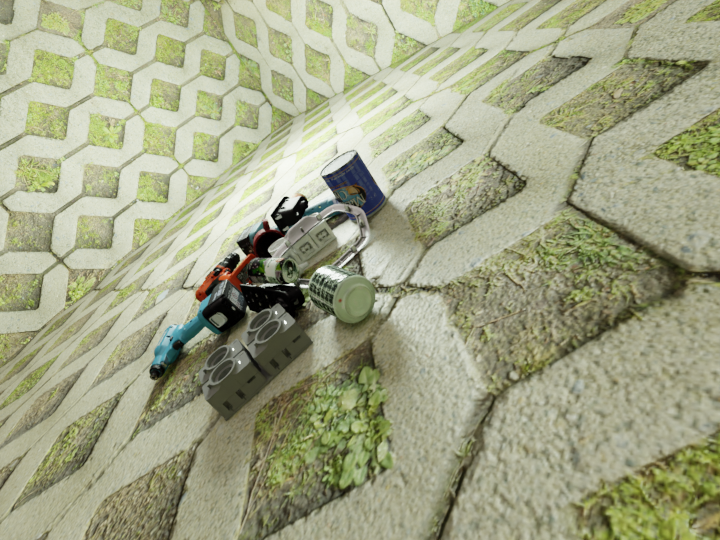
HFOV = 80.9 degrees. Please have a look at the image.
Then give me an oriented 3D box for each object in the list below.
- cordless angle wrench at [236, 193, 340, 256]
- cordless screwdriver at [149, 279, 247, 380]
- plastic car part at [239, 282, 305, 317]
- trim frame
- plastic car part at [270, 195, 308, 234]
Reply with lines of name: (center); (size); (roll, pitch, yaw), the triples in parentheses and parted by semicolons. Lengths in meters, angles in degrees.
cordless angle wrench: (-0.151, -0.144, 1.157); (0.433, 0.071, 0.099); (-21, 29, 24)
cordless screwdriver: (-0.372, 0.137, 0.951); (0.252, 0.071, 0.163); (-34, 26, 17)
plastic car part: (-0.178, 0.058, 0.878); (0.065, 0.065, 0.212); (-20, 14, -33)
trim frame: (-0.091, -0.059, 0.927); (0.247, 0.026, 0.195); (-43, 47, -8)
plastic car part: (-0.169, -0.155, 1.076); (0.073, 0.063, 0.117); (-11, 37, 29)
